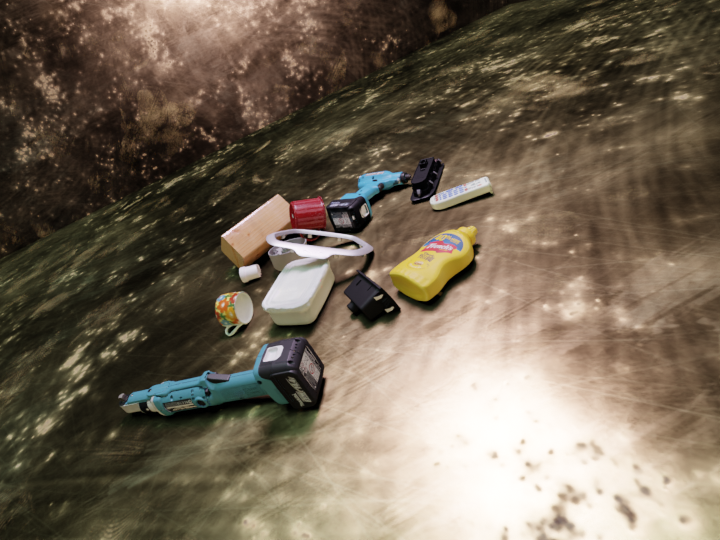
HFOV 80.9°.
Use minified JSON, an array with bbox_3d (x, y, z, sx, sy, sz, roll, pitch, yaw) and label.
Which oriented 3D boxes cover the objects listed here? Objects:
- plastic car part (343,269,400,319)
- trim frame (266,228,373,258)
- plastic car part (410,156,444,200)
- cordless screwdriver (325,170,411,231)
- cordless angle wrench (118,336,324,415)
[{"bbox_3d":[0.008,0.052,0.795,0.071,0.063,0.122,-46,30,-7],"label":"plastic car part"},{"bbox_3d":[-0.095,-0.062,0.971,0.251,0.027,0.185,8,17,5],"label":"trim frame"},{"bbox_3d":[0.174,-0.253,1.125,0.069,0.064,0.204,-2,40,23],"label":"plastic car part"},{"bbox_3d":[0.026,-0.199,1.139,0.167,0.071,0.247,-1,35,35],"label":"cordless screwdriver"},{"bbox_3d":[-0.267,0.208,0.740,0.435,0.094,0.075,-16,30,23],"label":"cordless angle wrench"}]
